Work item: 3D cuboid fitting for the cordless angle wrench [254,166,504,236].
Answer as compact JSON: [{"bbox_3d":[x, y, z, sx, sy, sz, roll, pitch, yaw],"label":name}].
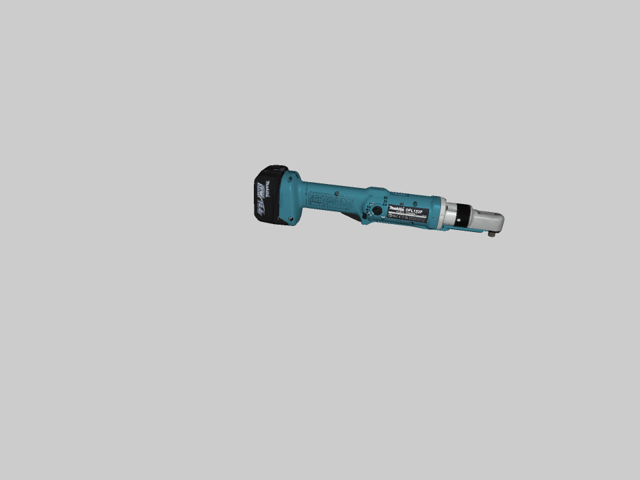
[{"bbox_3d":[0.098,-0.058,0.736,0.423,0.098,0.074,8,26,8],"label":"cordless angle wrench"}]
